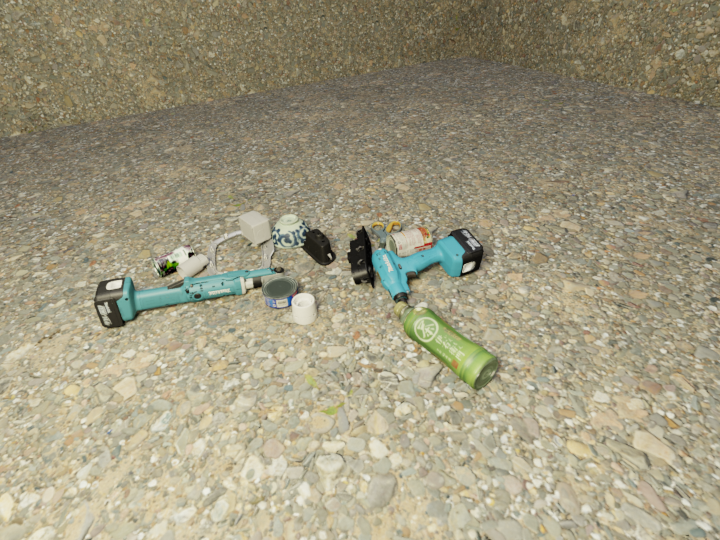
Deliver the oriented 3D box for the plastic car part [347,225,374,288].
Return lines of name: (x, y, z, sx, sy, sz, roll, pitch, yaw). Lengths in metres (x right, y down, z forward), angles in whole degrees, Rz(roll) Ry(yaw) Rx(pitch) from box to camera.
plastic car part: (0.000, -0.032, 1.060, 0.067, 0.063, 0.210, -14, 36, 3)

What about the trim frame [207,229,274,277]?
trim frame: (-0.329, -0.050, 1.160, 0.182, 0.027, 0.260, -11, 34, -9)

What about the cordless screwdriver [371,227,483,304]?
cordless screwdriver: (0.165, -0.006, 0.992, 0.246, 0.071, 0.167, -15, 48, -7)

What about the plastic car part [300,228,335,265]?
plastic car part: (-0.110, -0.072, 1.122, 0.064, 0.068, 0.123, -22, 36, -22)

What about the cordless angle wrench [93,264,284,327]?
cordless angle wrench: (-0.387, 0.043, 0.997, 0.415, 0.095, 0.078, -10, 35, -13)
